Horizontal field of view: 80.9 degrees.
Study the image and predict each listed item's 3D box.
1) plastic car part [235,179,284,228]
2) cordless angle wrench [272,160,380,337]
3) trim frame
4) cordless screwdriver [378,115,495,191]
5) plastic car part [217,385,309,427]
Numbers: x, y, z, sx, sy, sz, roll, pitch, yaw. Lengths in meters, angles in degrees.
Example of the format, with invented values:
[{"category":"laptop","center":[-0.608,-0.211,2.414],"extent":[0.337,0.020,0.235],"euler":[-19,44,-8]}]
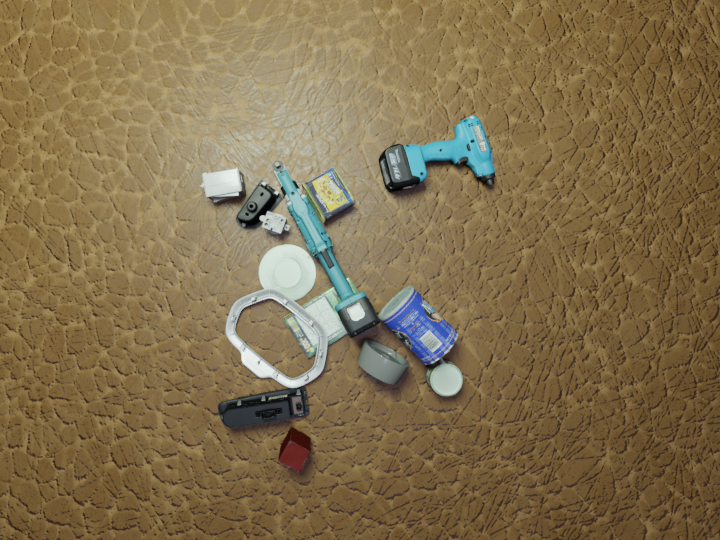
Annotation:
[{"category":"plastic car part","center":[-0.234,-0.145,0.947],"extent":[0.066,0.071,0.116],"euler":[37,85,-1]},{"category":"cordless angle wrench","center":[-0.091,-0.060,0.933],"extent":[0.074,0.096,0.430],"euler":[-28,81,-3]},{"category":"trim frame","center":[-0.188,0.153,0.947],"extent":[0.249,0.027,0.184],"euler":[39,97,1]},{"category":"cordless screwdriver","center":[0.176,-0.236,0.950],"extent":[0.247,0.075,0.159],"euler":[-19,89,-5]},{"category":"plastic car part","center":[-0.218,0.313,0.937],"extent":[0.204,0.067,0.066],"euler":[-8,97,2]}]
